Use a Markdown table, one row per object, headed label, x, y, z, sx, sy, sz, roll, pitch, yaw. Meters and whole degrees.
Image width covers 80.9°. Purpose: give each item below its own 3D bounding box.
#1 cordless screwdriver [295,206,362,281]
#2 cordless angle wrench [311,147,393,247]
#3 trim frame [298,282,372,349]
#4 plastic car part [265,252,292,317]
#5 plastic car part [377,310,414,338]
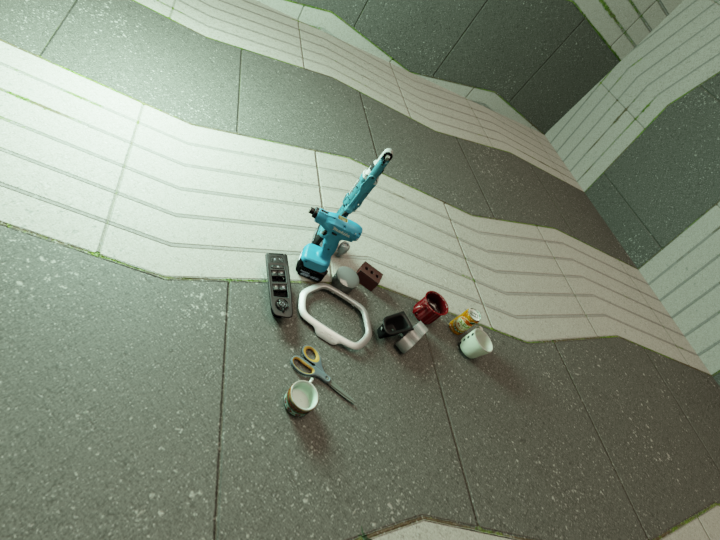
| label | x | y | z | sx | sy | sz | roll | pitch | yaw |
| --- | --- | --- | --- | --- | --- | --- | --- | --- | --- |
| cordless screwdriver | -0.121 | -0.079 | 1.242 | 0.155 | 0.250 | 0.076 | 27 | 44 | -14 |
| cordless angle wrench | -0.024 | -0.212 | 1.294 | 0.072 | 0.425 | 0.100 | 28 | 44 | -15 |
| trim frame | -0.073 | 0.133 | 1.249 | 0.246 | 0.027 | 0.185 | 32 | 42 | -5 |
| plastic car part | -0.235 | 0.048 | 1.189 | 0.063 | 0.067 | 0.211 | 8 | 49 | -30 |
| plastic car part | 0.093 | 0.176 | 1.288 | 0.112 | 0.071 | 0.068 | -9 | 61 | -39 |
